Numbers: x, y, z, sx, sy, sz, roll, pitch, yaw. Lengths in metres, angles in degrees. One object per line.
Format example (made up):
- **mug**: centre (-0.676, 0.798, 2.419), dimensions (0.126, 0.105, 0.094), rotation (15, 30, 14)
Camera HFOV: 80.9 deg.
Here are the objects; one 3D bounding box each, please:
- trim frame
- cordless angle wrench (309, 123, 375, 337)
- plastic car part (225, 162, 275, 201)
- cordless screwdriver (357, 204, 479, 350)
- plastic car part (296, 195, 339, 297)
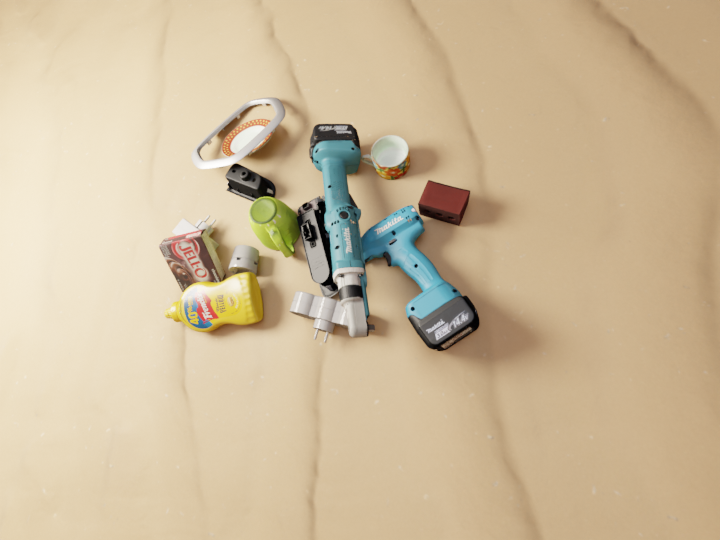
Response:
- **trim frame**: centre (-0.271, -0.308, 0.942), dimensions (0.194, 0.026, 0.247), rotation (26, 69, 35)
- **cordless angle wrench**: centre (-0.031, -0.086, 0.757), dimensions (0.097, 0.073, 0.436), rotation (-3, 60, -9)
- **plastic car part**: centre (-0.237, -0.189, 0.892), dimensions (0.122, 0.068, 0.066), rotation (25, 78, 24)
- **cordless screwdriver**: centre (0.079, 0.019, 0.727), dimensions (0.161, 0.070, 0.259), rotation (-33, 61, 11)
- **plastic car part**: centre (-0.078, -0.051, 0.796), dimensions (0.067, 0.064, 0.209), rotation (-24, 69, 17)
